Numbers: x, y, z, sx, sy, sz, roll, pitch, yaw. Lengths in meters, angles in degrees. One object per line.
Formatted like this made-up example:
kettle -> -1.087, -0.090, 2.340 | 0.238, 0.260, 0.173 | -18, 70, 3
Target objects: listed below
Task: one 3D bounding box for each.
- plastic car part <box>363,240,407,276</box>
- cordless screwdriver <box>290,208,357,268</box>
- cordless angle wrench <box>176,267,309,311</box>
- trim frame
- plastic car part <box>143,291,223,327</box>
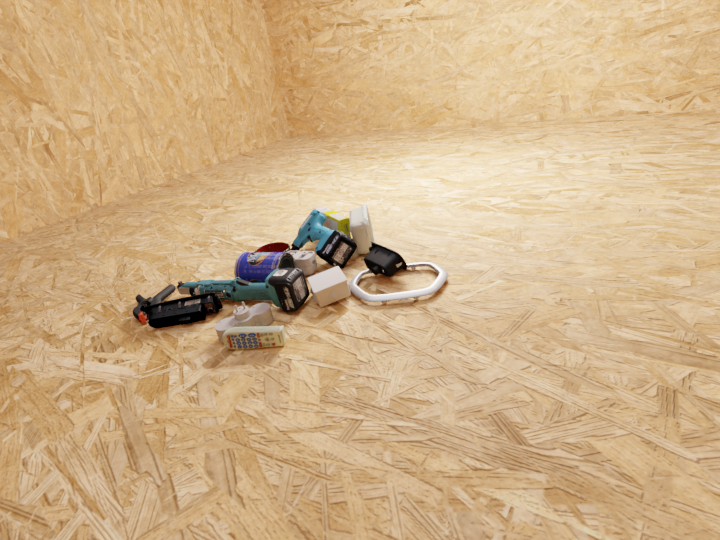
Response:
plastic car part -> 0.054, -0.019, 1.092 | 0.070, 0.063, 0.123 | -39, 38, -19
cordless screwdriver -> -0.126, -0.082, 1.287 | 0.159, 0.070, 0.263 | -53, 38, 4
cordless angle wrench -> -0.340, 0.052, 1.139 | 0.440, 0.095, 0.073 | -1, 26, 29
trim frame -> 0.093, 0.026, 1.063 | 0.252, 0.026, 0.188 | -10, 28, 8
plastic car part -> -0.467, 0.112, 1.102 | 0.205, 0.063, 0.069 | -7, 51, 6
